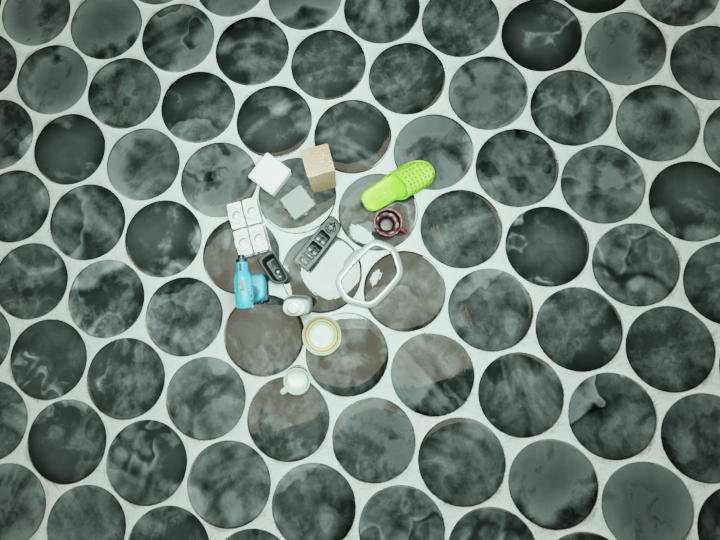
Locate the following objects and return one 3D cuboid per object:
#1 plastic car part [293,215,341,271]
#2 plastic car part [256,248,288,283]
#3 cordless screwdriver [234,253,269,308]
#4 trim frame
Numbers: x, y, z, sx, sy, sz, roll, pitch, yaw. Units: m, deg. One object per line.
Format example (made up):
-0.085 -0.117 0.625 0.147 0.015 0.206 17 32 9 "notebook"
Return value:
-0.140 -0.092 1.432 0.067 0.066 0.203 37 87 3 "plastic car part"
-0.288 -0.004 1.429 0.066 0.070 0.118 -32 85 -2 "plastic car part"
-0.349 0.036 1.339 0.074 0.247 0.160 -6 86 -2 "cordless screwdriver"
0.030 0.011 1.430 0.186 0.027 0.248 42 88 7 "trim frame"
